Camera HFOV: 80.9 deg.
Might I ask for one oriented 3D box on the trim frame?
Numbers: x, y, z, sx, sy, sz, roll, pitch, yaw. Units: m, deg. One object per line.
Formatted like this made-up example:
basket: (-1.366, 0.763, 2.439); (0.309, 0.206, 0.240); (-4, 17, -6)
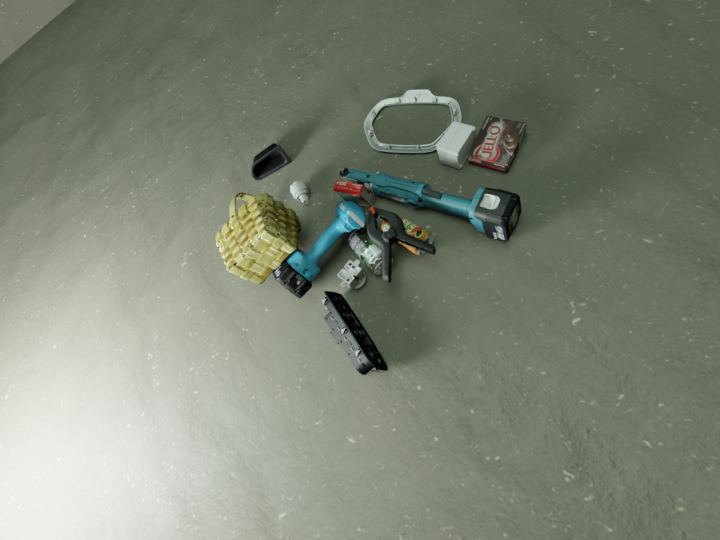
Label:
trim frame: (0.125, -0.376, 1.064); (0.260, 0.026, 0.185); (9, 71, 27)

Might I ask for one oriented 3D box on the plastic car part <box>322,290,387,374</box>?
plastic car part: (-0.023, 0.135, 0.885); (0.067, 0.063, 0.213); (-46, 59, 9)

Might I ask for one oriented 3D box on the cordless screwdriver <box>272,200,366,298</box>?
cordless screwdriver: (-0.096, -0.063, 0.981); (0.249, 0.072, 0.165); (-47, 22, 5)

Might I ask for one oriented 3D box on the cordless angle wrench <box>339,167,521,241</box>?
cordless angle wrench: (0.127, -0.171, 0.946); (0.446, 0.093, 0.074); (22, 78, 33)

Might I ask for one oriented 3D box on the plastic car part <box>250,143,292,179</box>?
plastic car part: (-0.261, -0.313, 1.184); (0.118, 0.062, 0.074); (-27, 46, 13)
